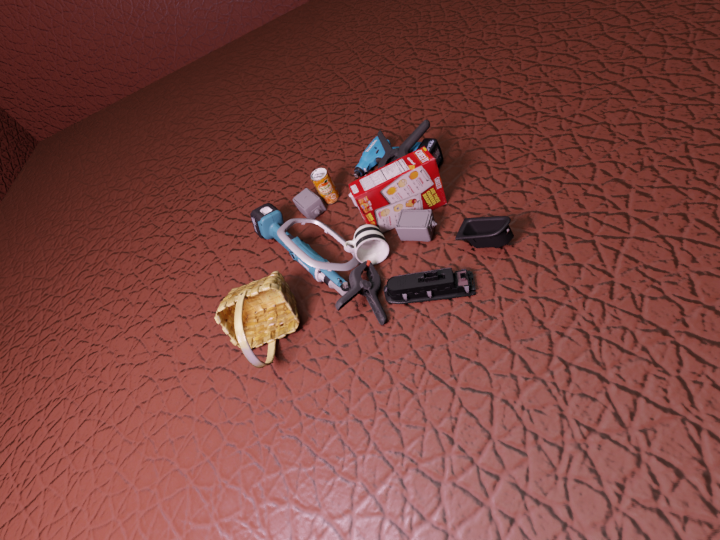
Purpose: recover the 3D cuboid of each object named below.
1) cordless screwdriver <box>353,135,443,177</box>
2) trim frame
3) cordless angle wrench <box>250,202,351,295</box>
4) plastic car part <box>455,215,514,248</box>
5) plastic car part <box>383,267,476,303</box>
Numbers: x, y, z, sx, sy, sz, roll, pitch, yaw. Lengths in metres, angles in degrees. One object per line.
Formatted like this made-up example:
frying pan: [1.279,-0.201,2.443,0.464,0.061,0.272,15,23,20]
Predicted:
cordless screwdriver: [0.103,-0.323,1.244,0.263,0.070,0.159,20,66,41]
trim frame: [-0.108,-0.071,1.106,0.177,0.027,0.262,-18,44,-38]
cordless angle wrench: [-0.164,-0.053,1.156,0.073,0.094,0.447,-31,48,-24]
plastic car part: [0.288,-0.079,0.950,0.122,0.067,0.066,3,54,47]
plastic car part: [0.145,0.032,0.944,0.209,0.063,0.068,-12,56,22]
